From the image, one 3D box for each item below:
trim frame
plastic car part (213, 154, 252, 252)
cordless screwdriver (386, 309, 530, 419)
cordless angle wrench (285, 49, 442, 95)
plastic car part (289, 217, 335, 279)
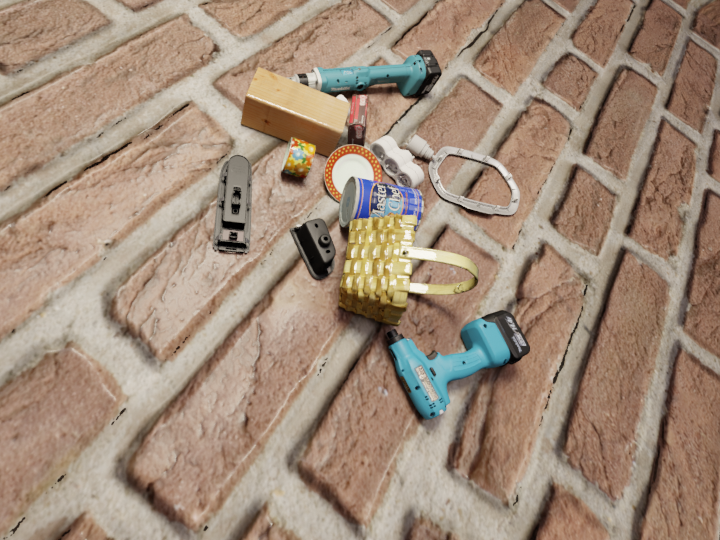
[{"bbox_3d":[0.277,-0.215,1.013,0.242,0.027,0.188,12,63,-14],"label":"trim frame"},{"bbox_3d":[-0.236,-0.137,0.792,0.065,0.066,0.209,2,62,-12],"label":"plastic car part"},{"bbox_3d":[0.174,0.142,0.778,0.243,0.074,0.163,-23,74,-22],"label":"cordless screwdriver"},{"bbox_3d":[-0.009,-0.457,1.007,0.412,0.098,0.076,-14,76,-20],"label":"cordless angle wrench"},{"bbox_3d":[-0.077,-0.051,0.793,0.064,0.071,0.120,-17,69,-25],"label":"plastic car part"}]
